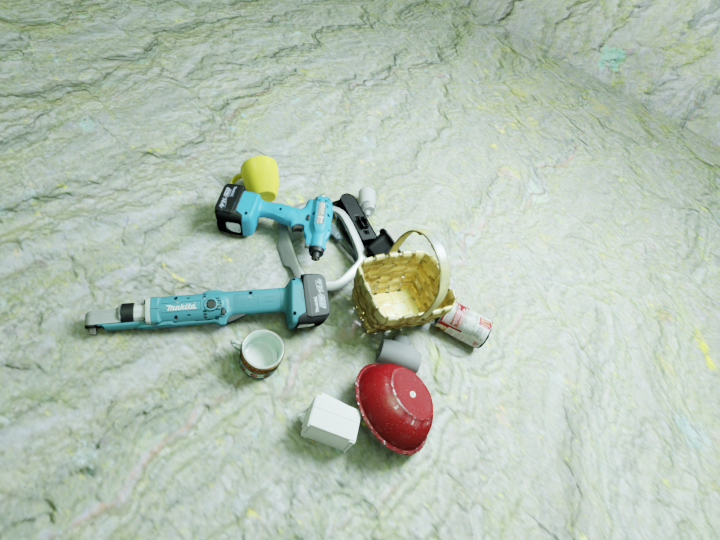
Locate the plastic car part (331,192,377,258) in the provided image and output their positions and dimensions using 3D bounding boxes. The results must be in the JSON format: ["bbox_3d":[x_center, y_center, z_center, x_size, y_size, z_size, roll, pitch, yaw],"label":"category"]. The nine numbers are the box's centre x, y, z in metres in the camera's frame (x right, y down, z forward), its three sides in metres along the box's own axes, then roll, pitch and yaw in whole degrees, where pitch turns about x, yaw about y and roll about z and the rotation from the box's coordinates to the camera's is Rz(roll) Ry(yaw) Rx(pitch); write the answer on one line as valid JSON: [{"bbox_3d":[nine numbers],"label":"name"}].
[{"bbox_3d":[-0.011,-0.109,1.003,0.065,0.065,0.213,-15,55,-20],"label":"plastic car part"}]

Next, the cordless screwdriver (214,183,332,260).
[{"bbox_3d":[-0.187,-0.102,0.914,0.248,0.072,0.163,7,55,-1],"label":"cordless screwdriver"}]

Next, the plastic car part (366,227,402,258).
[{"bbox_3d":[0.052,-0.029,0.933,0.070,0.069,0.112,-41,111,-8],"label":"plastic car part"}]

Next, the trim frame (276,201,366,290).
[{"bbox_3d":[-0.092,-0.060,0.940,0.181,0.027,0.259,-15,59,-14],"label":"trim frame"}]

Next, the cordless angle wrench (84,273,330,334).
[{"bbox_3d":[-0.271,0.069,0.773,0.414,0.074,0.100,-4,71,-14],"label":"cordless angle wrench"}]
